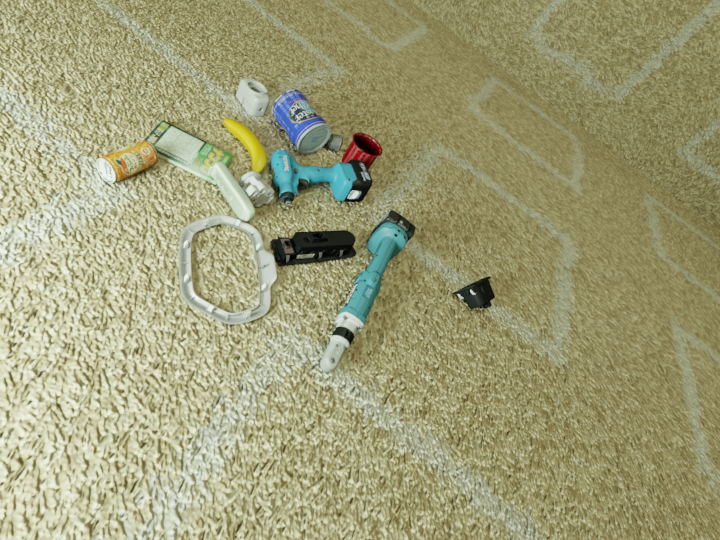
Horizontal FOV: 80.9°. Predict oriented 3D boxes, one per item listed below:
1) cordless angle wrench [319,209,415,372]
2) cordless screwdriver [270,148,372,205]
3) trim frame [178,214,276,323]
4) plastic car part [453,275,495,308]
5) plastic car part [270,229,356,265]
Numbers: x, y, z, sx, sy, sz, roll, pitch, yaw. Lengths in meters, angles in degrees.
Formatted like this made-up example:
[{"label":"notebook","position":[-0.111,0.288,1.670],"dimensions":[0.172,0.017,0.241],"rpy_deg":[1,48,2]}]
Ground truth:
[{"label":"cordless angle wrench","position":[0.013,0.032,0.884],"dimensions":[0.073,0.099,0.424],"rpy_deg":[35,47,-9]},{"label":"cordless screwdriver","position":[-0.094,-0.213,1.037],"dimensions":[0.240,0.074,0.165],"rpy_deg":[3,54,-24]},{"label":"trim frame","position":[-0.251,-0.012,0.807],"dimensions":[0.176,0.027,0.259],"rpy_deg":[5,50,-28]},{"label":"plastic car part","position":[0.299,0.061,1.053],"dimensions":[0.112,0.068,0.072],"rpy_deg":[-13,79,-42]},{"label":"plastic car part","position":[-0.090,-0.059,0.920],"dimensions":[0.194,0.067,0.069],"rpy_deg":[-3,50,-36]}]
